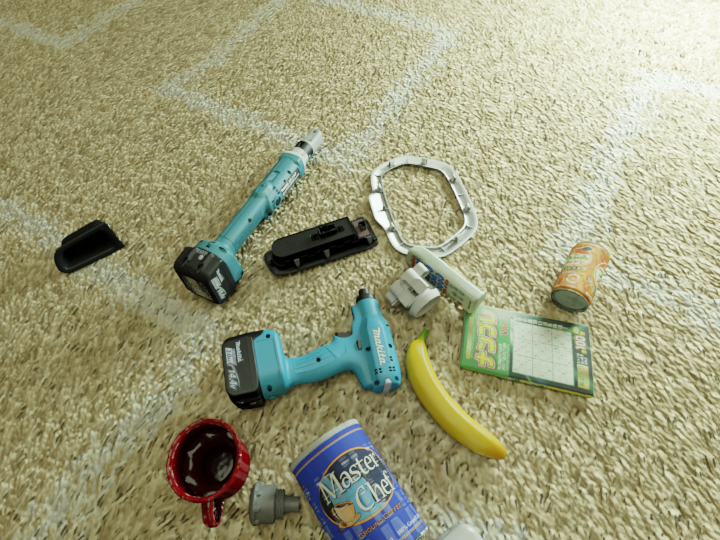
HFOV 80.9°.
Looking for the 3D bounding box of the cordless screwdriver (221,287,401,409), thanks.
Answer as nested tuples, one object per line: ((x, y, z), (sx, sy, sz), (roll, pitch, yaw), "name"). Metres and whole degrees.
((-0.076, 0.112, 0.629), (0.247, 0.072, 0.165), (-8, 57, -4), "cordless screwdriver")

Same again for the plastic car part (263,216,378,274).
((-0.072, -0.047, 0.739), (0.202, 0.065, 0.069), (-20, 66, -4), "plastic car part")

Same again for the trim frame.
((0.110, -0.130, 0.791), (0.184, 0.026, 0.258), (-12, 59, -1), "trim frame")

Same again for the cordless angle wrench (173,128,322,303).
((-0.176, -0.133, 0.788), (0.077, 0.094, 0.424), (18, 58, 17), "cordless angle wrench")

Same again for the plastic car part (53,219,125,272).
((-0.517, -0.054, 0.793), (0.115, 0.063, 0.075), (-29, 46, -10), "plastic car part")
